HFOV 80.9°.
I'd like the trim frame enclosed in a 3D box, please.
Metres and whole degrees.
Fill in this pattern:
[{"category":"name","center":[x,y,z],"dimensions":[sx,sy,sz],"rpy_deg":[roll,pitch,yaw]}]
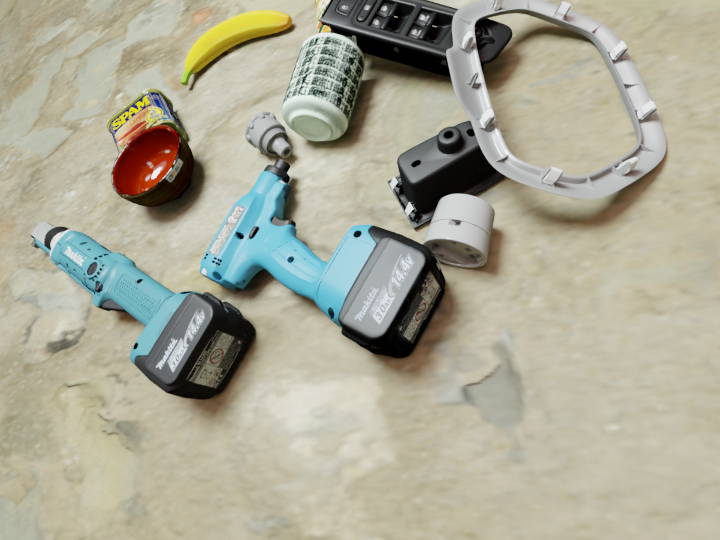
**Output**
[{"category":"trim frame","center":[0.169,-0.172,0.382],"dimensions":[0.184,0.027,0.254],"rpy_deg":[-1,66,-2]}]

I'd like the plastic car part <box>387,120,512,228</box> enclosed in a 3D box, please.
[{"category":"plastic car part","center":[0.082,-0.104,0.401],"dimensions":[0.118,0.067,0.069],"rpy_deg":[-29,61,12]}]

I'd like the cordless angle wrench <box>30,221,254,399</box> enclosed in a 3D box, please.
[{"category":"cordless angle wrench","center":[-0.310,0.010,0.524],"dimensions":[0.446,0.070,0.098],"rpy_deg":[23,78,32]}]

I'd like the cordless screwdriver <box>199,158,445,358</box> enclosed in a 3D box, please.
[{"category":"cordless screwdriver","center":[-0.041,-0.027,0.421],"dimensions":[0.262,0.070,0.159],"rpy_deg":[19,76,33]}]

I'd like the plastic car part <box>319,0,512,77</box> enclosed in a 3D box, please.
[{"category":"plastic car part","center":[0.058,-0.259,0.472],"dimensions":[0.211,0.064,0.066],"rpy_deg":[24,69,20]}]
